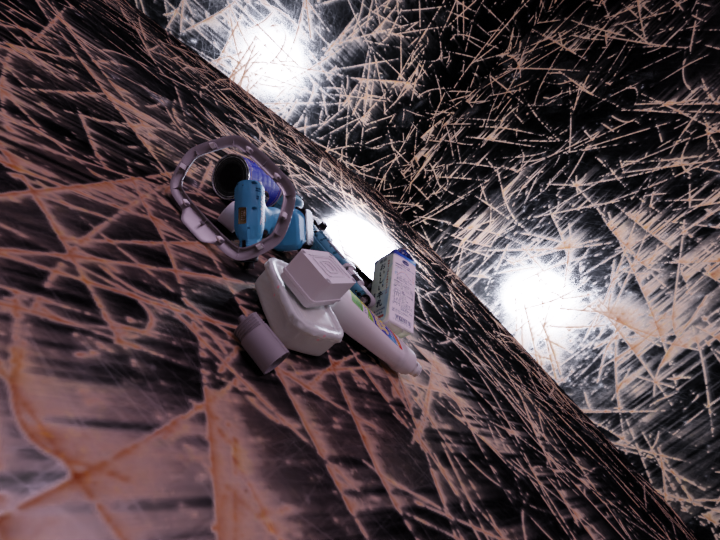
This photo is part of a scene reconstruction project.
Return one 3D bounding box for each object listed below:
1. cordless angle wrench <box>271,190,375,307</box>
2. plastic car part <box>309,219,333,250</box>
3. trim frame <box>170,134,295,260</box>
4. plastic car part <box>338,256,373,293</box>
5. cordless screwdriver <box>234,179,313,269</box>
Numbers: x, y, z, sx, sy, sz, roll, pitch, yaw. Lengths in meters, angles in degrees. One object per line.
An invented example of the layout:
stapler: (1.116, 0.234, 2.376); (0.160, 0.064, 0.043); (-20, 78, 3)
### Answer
cordless angle wrench: (-0.099, -0.065, 1.015); (0.445, 0.074, 0.093); (48, 16, 33)
plastic car part: (-0.113, -0.095, 1.119); (0.062, 0.071, 0.122); (29, 23, -46)
trim frame: (-0.223, -0.130, 0.729); (0.255, 0.184, 0.027); (45, -3, 13)
plastic car part: (0.011, 0.056, 1.025); (0.199, 0.067, 0.068); (39, 25, -11)
cordless screwdriver: (-0.172, -0.073, 0.847); (0.240, 0.076, 0.160); (19, 68, -72)
